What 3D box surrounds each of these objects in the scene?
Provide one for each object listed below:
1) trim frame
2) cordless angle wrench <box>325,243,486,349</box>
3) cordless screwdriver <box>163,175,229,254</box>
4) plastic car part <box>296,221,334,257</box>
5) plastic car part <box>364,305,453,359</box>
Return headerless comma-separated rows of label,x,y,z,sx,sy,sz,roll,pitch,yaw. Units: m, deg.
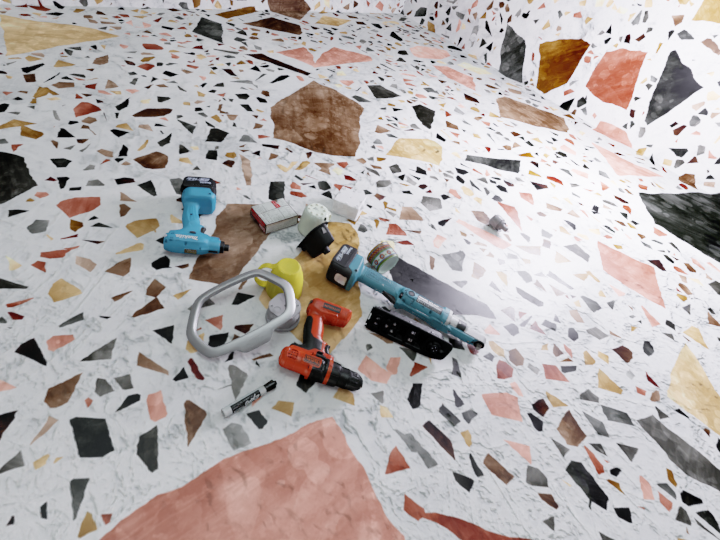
trim frame,-0.262,0.091,0.929,0.245,0.026,0.194,-27,55,-15
cordless angle wrench,0.117,0.075,1.066,0.432,0.073,0.097,29,45,10
cordless screwdriver,-0.422,-0.143,1.133,0.156,0.073,0.258,4,49,-12
plastic car part,-0.110,-0.072,1.128,0.064,0.118,0.072,-29,86,-38
plastic car part,0.116,0.146,1.004,0.208,0.066,0.066,26,19,12
